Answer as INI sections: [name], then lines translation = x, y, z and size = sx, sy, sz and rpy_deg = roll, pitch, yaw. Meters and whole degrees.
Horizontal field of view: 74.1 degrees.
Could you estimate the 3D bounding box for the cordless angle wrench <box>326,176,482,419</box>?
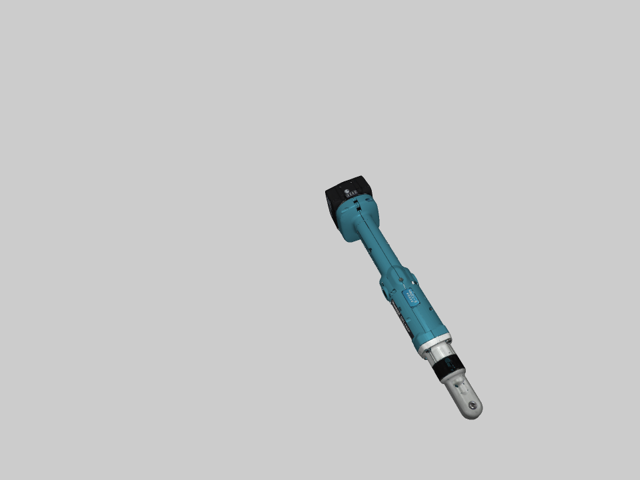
[cordless angle wrench]
translation = 0.125, 0.074, 0.668
size = 0.074, 0.422, 0.098
rpy_deg = -24, -33, -5
